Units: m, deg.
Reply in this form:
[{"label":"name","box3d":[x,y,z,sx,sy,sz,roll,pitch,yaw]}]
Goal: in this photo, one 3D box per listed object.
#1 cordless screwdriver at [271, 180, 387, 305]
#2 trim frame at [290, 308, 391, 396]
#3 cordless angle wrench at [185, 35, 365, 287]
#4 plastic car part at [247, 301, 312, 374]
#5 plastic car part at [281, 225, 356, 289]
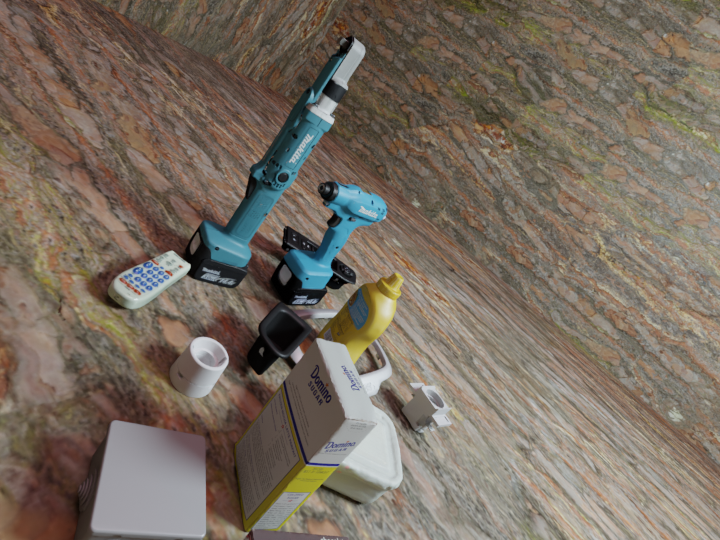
[{"label":"cordless screwdriver","box3d":[-0.074,-0.048,0.758,0.151,0.249,0.078,13,33,-50]},{"label":"trim frame","box3d":[-0.037,0.137,0.735,0.193,0.027,0.236,48,22,28]},{"label":"cordless angle wrench","box3d":[-0.127,-0.153,0.641,0.093,0.424,0.078,22,26,-40]},{"label":"plastic car part","box3d":[-0.125,0.104,0.596,0.066,0.071,0.115,39,20,0]},{"label":"plastic car part","box3d":[-0.094,-0.014,0.919,0.195,0.067,0.069,29,22,-23]}]
